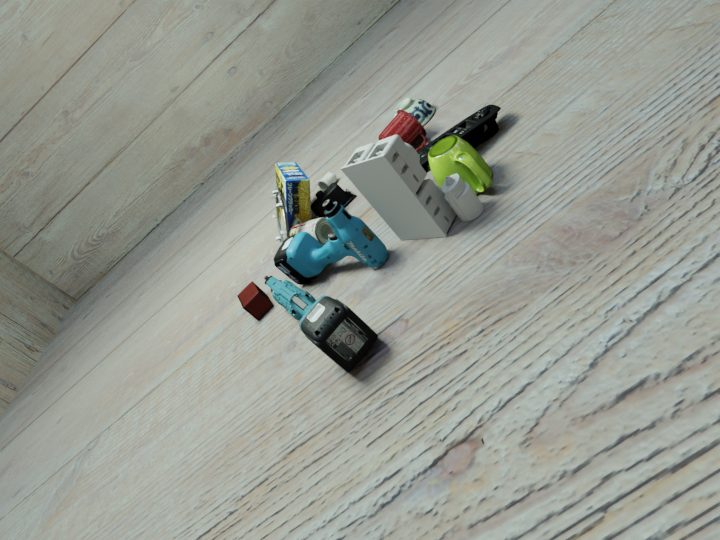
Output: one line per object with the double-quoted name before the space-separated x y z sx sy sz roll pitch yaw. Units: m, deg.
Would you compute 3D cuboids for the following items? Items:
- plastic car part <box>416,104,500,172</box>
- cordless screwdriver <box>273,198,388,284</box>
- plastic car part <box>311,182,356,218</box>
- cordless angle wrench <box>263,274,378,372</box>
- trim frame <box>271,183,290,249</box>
"plastic car part" 0.196 -0.254 0.837 0.203 0.065 0.068 -39 21 1
"cordless screwdriver" -0.082 -0.054 0.841 0.258 0.152 0.075 -14 39 46
"plastic car part" -0.081 -0.180 1.083 0.116 0.068 0.069 -42 27 -3
"cordless angle wrench" -0.114 0.066 0.808 0.074 0.094 0.442 -49 26 -10
"trim frame" -0.204 -0.112 1.076 0.027 0.179 0.261 -9 36 -15
